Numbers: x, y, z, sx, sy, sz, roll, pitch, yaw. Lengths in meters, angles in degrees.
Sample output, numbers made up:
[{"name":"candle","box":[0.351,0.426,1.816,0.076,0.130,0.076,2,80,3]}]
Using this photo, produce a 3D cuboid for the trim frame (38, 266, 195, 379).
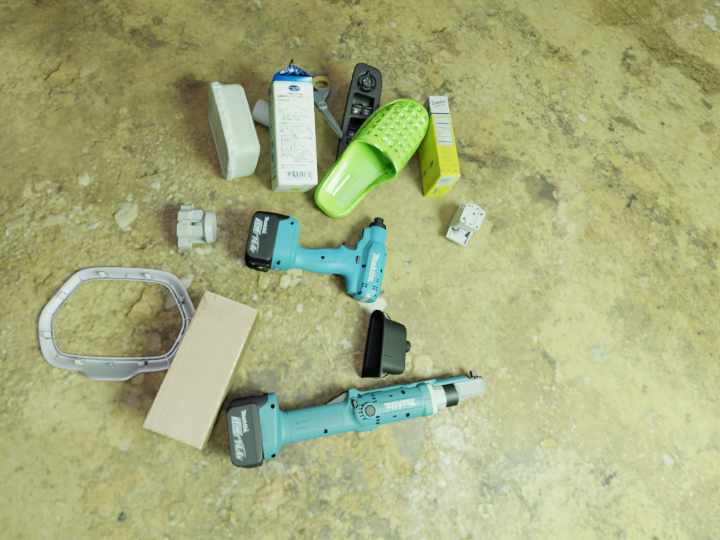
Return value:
[{"name":"trim frame","box":[-0.396,0.084,0.693,0.245,0.027,0.187,3,72,-7]}]

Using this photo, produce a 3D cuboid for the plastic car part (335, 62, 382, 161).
[{"name":"plastic car part","box":[0.000,-0.301,0.836,0.067,0.067,0.202,10,95,1]}]

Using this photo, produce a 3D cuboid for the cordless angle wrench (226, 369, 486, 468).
[{"name":"cordless angle wrench","box":[0.006,0.220,0.671,0.416,0.074,0.100,-7,74,-11]}]

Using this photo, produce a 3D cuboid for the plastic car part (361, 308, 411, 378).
[{"name":"plastic car part","box":[0.050,0.129,0.715,0.069,0.067,0.118,20,66,-19]}]

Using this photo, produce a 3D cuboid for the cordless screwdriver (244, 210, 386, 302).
[{"name":"cordless screwdriver","box":[-0.074,-0.048,0.752,0.246,0.074,0.161,15,70,-6]}]
